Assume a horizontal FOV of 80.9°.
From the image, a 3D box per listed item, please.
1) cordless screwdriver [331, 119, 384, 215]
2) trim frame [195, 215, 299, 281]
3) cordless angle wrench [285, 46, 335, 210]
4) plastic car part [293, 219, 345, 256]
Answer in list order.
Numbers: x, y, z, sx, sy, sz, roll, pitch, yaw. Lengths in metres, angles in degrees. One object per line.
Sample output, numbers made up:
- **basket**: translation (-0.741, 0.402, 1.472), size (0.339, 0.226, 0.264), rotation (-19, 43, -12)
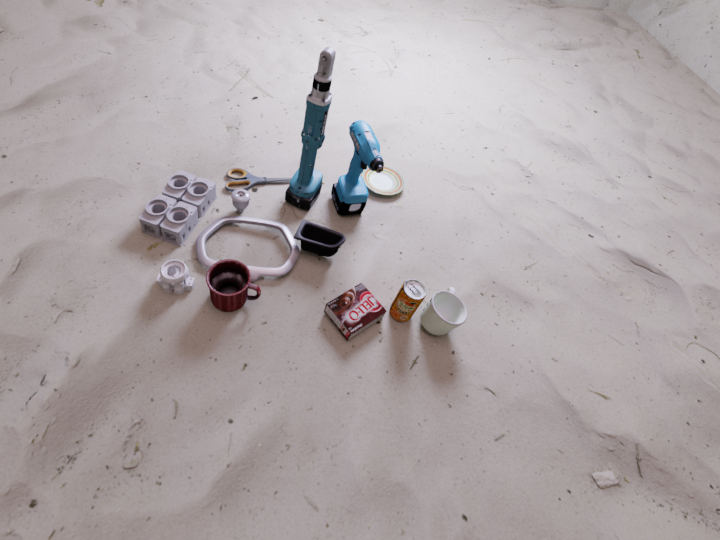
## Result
- **cordless screwdriver**: translation (-0.004, -0.233, 1.067), size (0.072, 0.245, 0.166), rotation (-7, 56, -20)
- **trim frame**: translation (-0.271, -0.056, 1.019), size (0.246, 0.027, 0.189), rotation (7, 52, -6)
- **cordless angle wrench**: translation (-0.112, -0.319, 1.005), size (0.075, 0.416, 0.098), rotation (25, 52, 3)
- **plastic car part**: translation (-0.101, -0.066, 1.031), size (0.118, 0.070, 0.066), rotation (21, 52, 4)
